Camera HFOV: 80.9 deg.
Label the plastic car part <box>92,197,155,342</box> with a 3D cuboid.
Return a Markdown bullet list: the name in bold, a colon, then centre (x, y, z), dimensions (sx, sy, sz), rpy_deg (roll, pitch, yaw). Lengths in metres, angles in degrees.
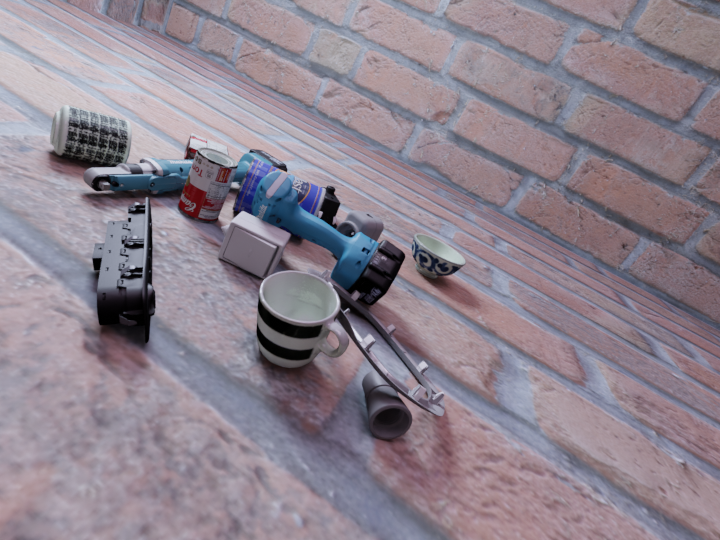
- **plastic car part**: centre (-0.246, -0.008, 0.447), dimensions (0.064, 0.065, 0.214), rpy_deg (1, 32, -31)

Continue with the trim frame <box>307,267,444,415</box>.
- **trim frame**: centre (0.018, 0.077, 0.524), dimensions (0.174, 0.027, 0.262), rpy_deg (35, 11, -44)

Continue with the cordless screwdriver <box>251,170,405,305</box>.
- **cordless screwdriver**: centre (-0.066, -0.043, 0.670), dimensions (0.247, 0.160, 0.074), rpy_deg (35, 63, -4)

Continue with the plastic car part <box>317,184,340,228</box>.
- **plastic car part**: centre (-0.078, -0.154, 0.949), dimensions (0.063, 0.071, 0.121), rpy_deg (19, 26, -24)

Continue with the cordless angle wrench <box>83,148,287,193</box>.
- **cordless angle wrench**: centre (-0.290, -0.173, 0.762), dimensions (0.101, 0.074, 0.411), rpy_deg (33, 25, 16)
